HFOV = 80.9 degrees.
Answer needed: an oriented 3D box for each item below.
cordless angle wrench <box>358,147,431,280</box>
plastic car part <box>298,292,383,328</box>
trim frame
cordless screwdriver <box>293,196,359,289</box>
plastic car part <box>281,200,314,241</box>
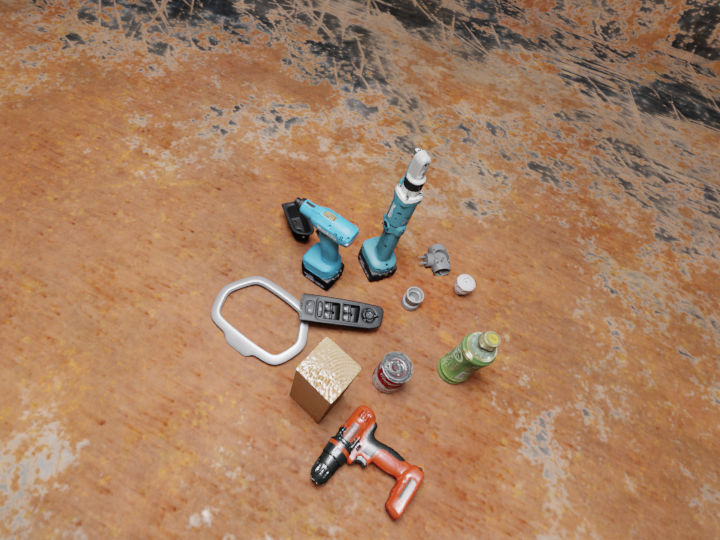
[{"bbox_3d":[0.079,-0.112,0.960,0.073,0.416,0.102,-15,65,-20],"label":"cordless angle wrench"},{"bbox_3d":[-0.047,0.108,1.014,0.202,0.066,0.068,7,59,-4],"label":"plastic car part"},{"bbox_3d":[-0.237,0.114,1.008,0.255,0.027,0.183,33,60,13],"label":"trim frame"},{"bbox_3d":[-0.099,-0.064,1.008,0.163,0.245,0.074,36,60,10],"label":"cordless screwdriver"},{"bbox_3d":[-0.167,-0.123,1.138,0.064,0.070,0.121,-13,62,-17],"label":"plastic car part"}]
